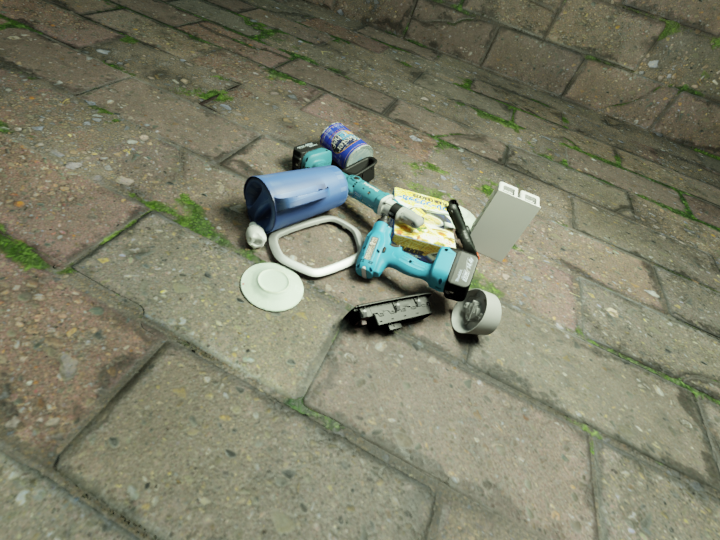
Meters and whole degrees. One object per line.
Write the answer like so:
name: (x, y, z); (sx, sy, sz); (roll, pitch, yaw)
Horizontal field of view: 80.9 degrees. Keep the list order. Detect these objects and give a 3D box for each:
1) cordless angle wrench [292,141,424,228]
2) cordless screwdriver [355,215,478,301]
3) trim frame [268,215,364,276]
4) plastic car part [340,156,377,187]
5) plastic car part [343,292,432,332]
cordless angle wrench: (-0.014, -0.219, 1.104); (0.095, 0.072, 0.445); (-28, 51, -36)
cordless screwdriver: (0.127, -0.034, 0.937); (0.257, 0.071, 0.160); (14, 63, 17)
trim frame: (-0.097, -0.063, 0.990); (0.241, 0.027, 0.193); (-25, 57, -36)
plastic car part: (0.005, -0.275, 1.219); (0.114, 0.068, 0.070); (-33, 42, -31)
plastic car part: (0.071, 0.085, 0.859); (0.196, 0.066, 0.070); (-13, 60, -30)
